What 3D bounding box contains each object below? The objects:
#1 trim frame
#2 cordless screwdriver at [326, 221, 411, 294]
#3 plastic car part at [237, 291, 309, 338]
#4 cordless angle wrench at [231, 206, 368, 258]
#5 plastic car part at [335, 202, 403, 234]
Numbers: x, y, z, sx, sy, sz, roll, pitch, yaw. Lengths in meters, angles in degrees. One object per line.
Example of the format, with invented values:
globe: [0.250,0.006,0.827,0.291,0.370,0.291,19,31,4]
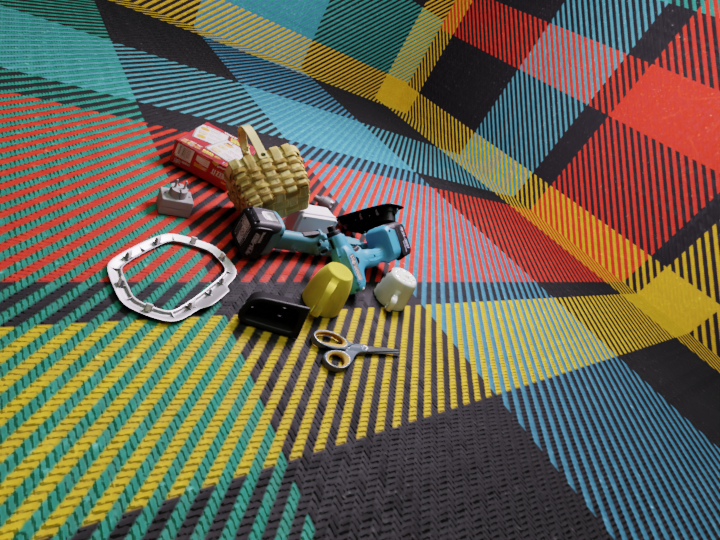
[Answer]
trim frame: [-0.323,0.002,0.751,0.186,0.027,0.247,33,27,3]
cordless screwdriver: [0.016,-0.061,1.012,0.242,0.077,0.158,-31,101,-48]
plastic car part: [-0.160,0.068,0.767,0.113,0.065,0.073,18,16,-15]
cordless angle wrench: [-0.098,-0.064,1.006,0.401,0.098,0.078,7,38,-43]
plastic car part: [0.022,-0.138,1.149,0.062,0.211,0.068,24,62,-42]
